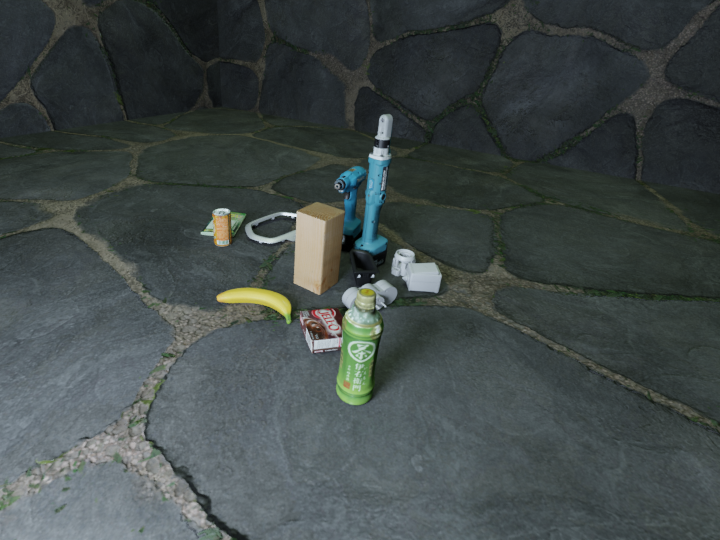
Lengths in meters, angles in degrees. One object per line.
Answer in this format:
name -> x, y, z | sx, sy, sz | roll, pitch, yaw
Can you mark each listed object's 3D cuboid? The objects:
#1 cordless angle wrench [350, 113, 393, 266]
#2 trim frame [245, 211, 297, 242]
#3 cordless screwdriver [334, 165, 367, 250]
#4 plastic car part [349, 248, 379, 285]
cordless angle wrench -> 0.042, -0.206, 1.147 | 0.078, 0.413, 0.095 | 27, 33, 34
trim frame -> -0.265, -0.143, 1.396 | 0.194, 0.027, 0.241 | 24, 35, 32
cordless screwdriver -> -0.043, -0.177, 1.260 | 0.077, 0.243, 0.157 | 16, 29, 19
plastic car part -> 0.003, 0.000, 1.127 | 0.065, 0.069, 0.121 | -1, 29, -11
